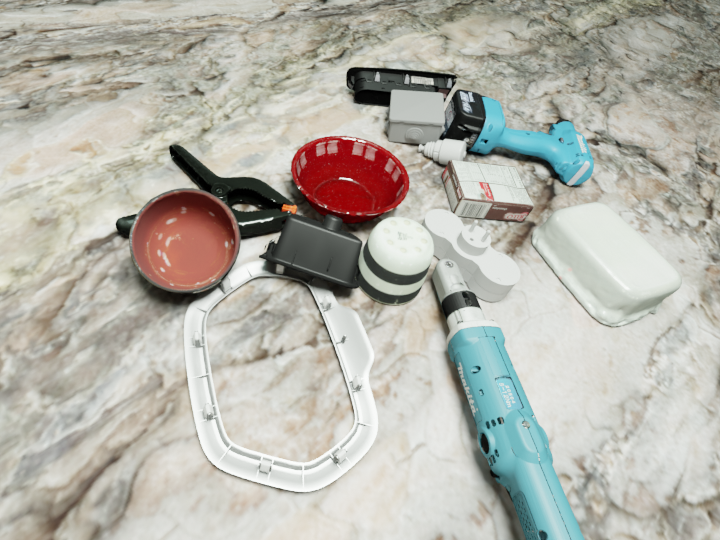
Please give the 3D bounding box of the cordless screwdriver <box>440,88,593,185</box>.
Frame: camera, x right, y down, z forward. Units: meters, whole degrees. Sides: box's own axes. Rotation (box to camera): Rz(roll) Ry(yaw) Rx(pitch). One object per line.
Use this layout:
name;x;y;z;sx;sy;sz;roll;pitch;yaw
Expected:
cordless screwdriver;0.267;-0.242;0.731;0.248;0.073;0.162;16;50;-2

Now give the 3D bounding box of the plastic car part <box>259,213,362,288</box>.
plastic car part;-0.048;-0.031;0.488;0.117;0.070;0.066;16;13;3

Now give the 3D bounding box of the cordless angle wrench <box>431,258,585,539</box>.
cordless angle wrench;0.134;0.153;0.373;0.073;0.095;0.440;-2;48;-11

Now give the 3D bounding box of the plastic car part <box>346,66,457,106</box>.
plastic car part;0.070;-0.328;0.777;0.201;0.066;0.068;7;77;-7

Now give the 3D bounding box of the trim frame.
trim frame;-0.080;0.086;0.429;0.179;0.027;0.260;-10;52;-19
